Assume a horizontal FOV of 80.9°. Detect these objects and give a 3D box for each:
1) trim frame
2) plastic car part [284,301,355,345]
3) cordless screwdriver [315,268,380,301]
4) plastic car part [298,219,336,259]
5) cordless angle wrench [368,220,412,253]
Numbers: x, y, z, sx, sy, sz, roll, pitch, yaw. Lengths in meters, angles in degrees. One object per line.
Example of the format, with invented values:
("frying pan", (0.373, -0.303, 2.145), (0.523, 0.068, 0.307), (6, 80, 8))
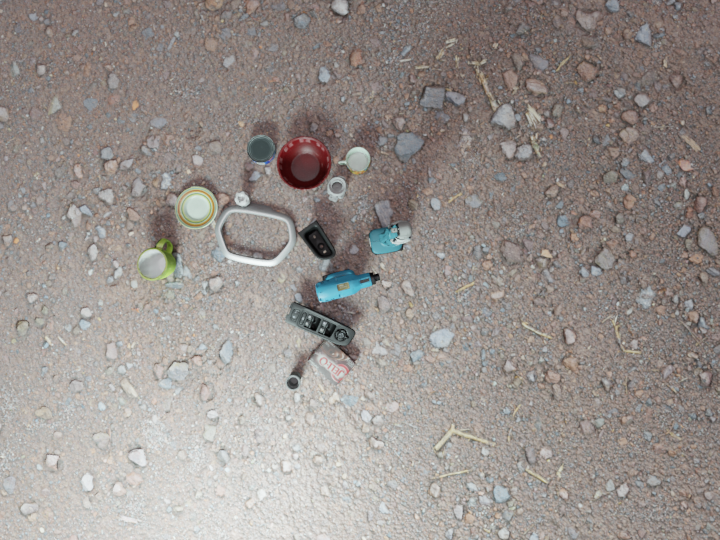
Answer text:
("trim frame", (-0.316, -0.110, 1.271), (0.250, 0.027, 0.184), (9, 87, 4))
("plastic car part", (-0.115, 0.157, 1.225), (0.205, 0.066, 0.066), (24, 89, 4))
("cordless screwdriver", (-0.034, 0.035, 1.137), (0.159, 0.248, 0.074), (-15, 91, -1))
("plastic car part", (-0.121, -0.079, 1.237), (0.066, 0.070, 0.117), (-35, 87, -1))
("cordless angle wrench", (0.082, -0.086, 1.051), (0.098, 0.422, 0.074), (-10, 91, -2))
